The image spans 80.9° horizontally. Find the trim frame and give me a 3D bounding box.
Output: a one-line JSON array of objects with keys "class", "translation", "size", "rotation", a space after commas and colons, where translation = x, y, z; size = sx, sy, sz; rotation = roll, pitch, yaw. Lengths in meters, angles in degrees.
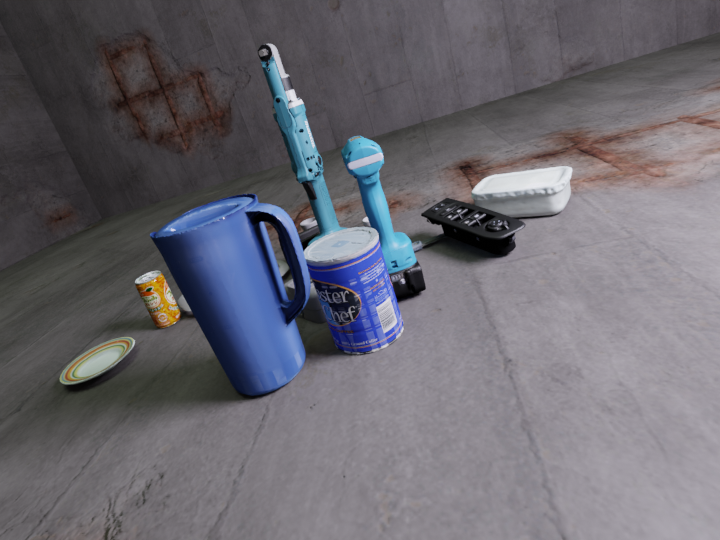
[{"class": "trim frame", "translation": [-0.269, 0.030, 0.899], "size": [0.249, 0.027, 0.189], "rotation": [-19, 23, 1]}]

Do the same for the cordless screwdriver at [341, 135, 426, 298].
[{"class": "cordless screwdriver", "translation": [0.025, -0.086, 0.658], "size": [0.075, 0.242, 0.163], "rotation": [-17, 20, 1]}]

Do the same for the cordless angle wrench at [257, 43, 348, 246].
[{"class": "cordless angle wrench", "translation": [-0.098, -0.193, 0.773], "size": [0.077, 0.411, 0.097], "rotation": [-9, 21, 23]}]

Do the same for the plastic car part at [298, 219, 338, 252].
[{"class": "plastic car part", "translation": [-0.088, -0.058, 0.900], "size": [0.115, 0.069, 0.069], "rotation": [-25, 22, -15]}]

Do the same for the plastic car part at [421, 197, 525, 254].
[{"class": "plastic car part", "translation": [0.190, -0.073, 0.726], "size": [0.065, 0.065, 0.212], "rotation": [-25, 23, -17]}]
